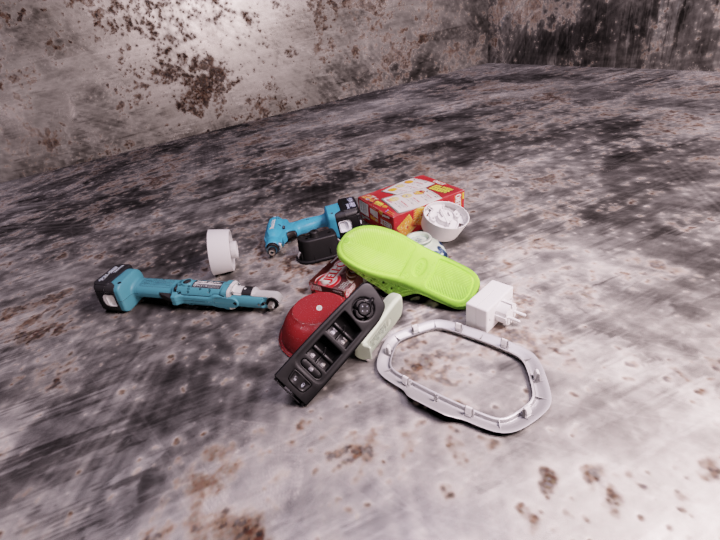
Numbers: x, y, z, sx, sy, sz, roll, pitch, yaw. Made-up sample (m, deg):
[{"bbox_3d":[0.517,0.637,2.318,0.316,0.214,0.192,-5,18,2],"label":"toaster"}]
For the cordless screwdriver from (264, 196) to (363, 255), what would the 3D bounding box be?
[{"bbox_3d":[-0.120,-0.104,1.059,0.251,0.071,0.164,-12,31,5],"label":"cordless screwdriver"}]

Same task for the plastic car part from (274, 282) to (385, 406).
[{"bbox_3d":[-0.041,0.107,0.653,0.202,0.067,0.067,-47,-1,-8],"label":"plastic car part"}]

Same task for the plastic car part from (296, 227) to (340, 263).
[{"bbox_3d":[-0.096,-0.063,0.984,0.115,0.069,0.069,-13,29,-11],"label":"plastic car part"}]

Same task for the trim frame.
[{"bbox_3d":[0.143,0.141,0.621,0.262,0.026,0.180,19,43,37],"label":"trim frame"}]

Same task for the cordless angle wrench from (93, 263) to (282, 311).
[{"bbox_3d":[-0.363,0.046,0.895,0.435,0.072,0.098,3,33,17],"label":"cordless angle wrench"}]
